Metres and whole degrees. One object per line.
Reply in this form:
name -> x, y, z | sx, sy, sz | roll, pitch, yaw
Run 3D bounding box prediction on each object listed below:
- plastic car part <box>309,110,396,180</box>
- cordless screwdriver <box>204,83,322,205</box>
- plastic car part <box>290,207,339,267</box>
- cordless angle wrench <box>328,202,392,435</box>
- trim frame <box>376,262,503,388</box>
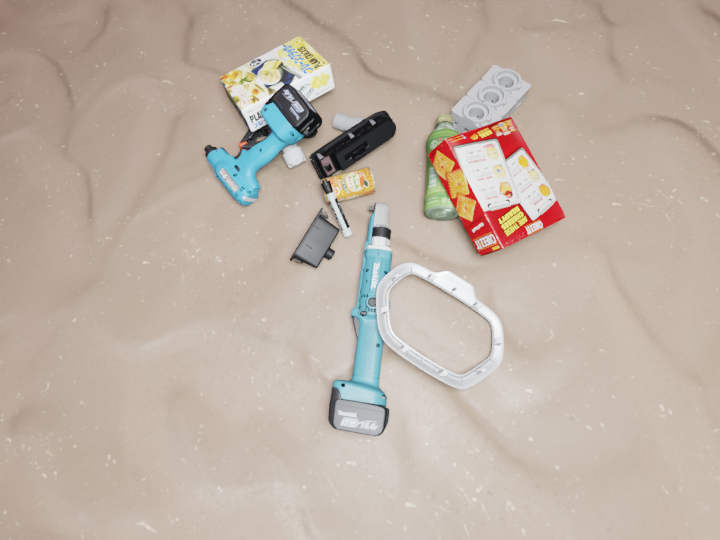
plastic car part -> -0.005, -0.263, 0.877 | 0.201, 0.063, 0.070 | -38, 31, -12
cordless screwdriver -> -0.209, -0.271, 0.867 | 0.250, 0.072, 0.163 | -43, 77, 16
plastic car part -> -0.081, -0.053, 0.828 | 0.071, 0.066, 0.117 | 27, 78, -2
cordless angle wrench -> 0.019, 0.066, 0.766 | 0.099, 0.072, 0.430 | 5, 69, 6
trim frame -> 0.139, 0.088, 0.732 | 0.250, 0.027, 0.184 | 31, 63, 4
